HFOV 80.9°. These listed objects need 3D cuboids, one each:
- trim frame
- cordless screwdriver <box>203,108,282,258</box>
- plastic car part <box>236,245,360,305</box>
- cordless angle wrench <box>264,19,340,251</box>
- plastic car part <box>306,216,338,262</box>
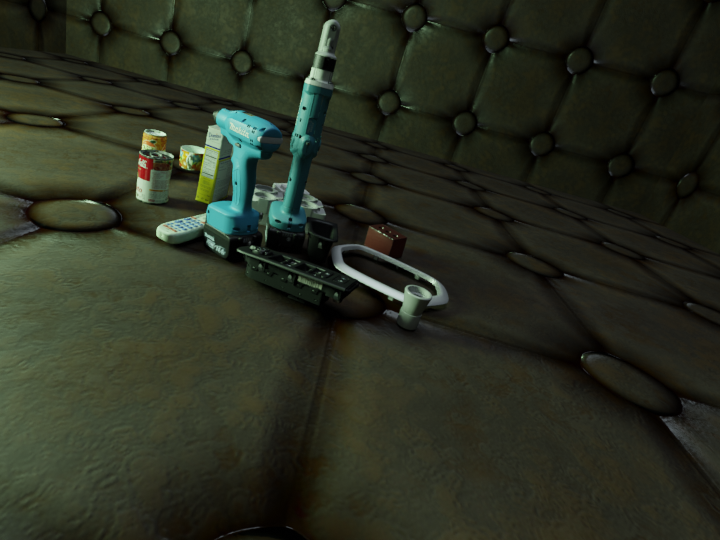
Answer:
[{"bbox_3d":[0.053,0.007,0.830,0.258,0.027,0.180,23,25,18],"label":"trim frame"},{"bbox_3d":[-0.226,-0.156,0.749,0.168,0.246,0.071,33,27,33],"label":"cordless screwdriver"},{"bbox_3d":[-0.108,0.009,0.681,0.210,0.066,0.065,23,24,17],"label":"plastic car part"},{"bbox_3d":[-0.104,-0.240,0.794,0.072,0.418,0.102,10,23,-17],"label":"cordless angle wrench"},{"bbox_3d":[-0.081,-0.053,0.829,0.065,0.070,0.120,12,24,-10],"label":"plastic car part"}]
